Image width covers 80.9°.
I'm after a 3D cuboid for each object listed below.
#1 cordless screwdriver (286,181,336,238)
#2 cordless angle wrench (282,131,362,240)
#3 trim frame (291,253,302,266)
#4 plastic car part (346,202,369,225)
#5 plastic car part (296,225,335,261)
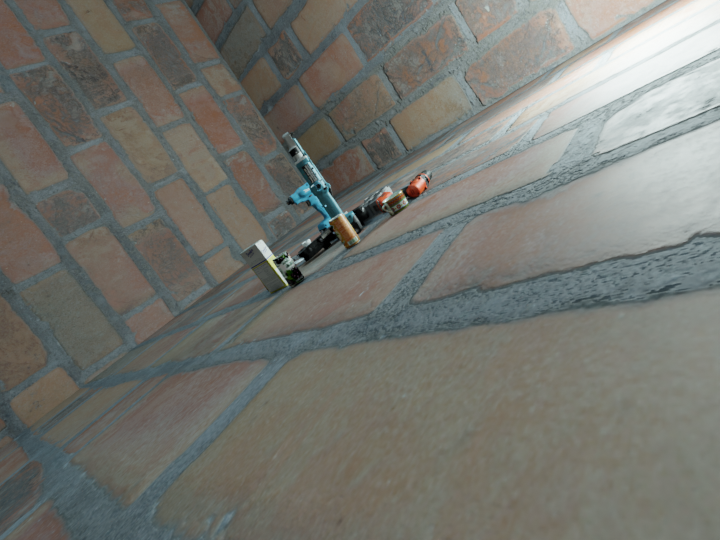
[{"bbox_3d":[-0.175,-0.229,1.693,0.157,0.245,0.076,-37,8,-18],"label":"cordless screwdriver"},{"bbox_3d":[-0.144,-0.293,1.464,0.098,0.417,0.075,-34,7,3],"label":"cordless angle wrench"},{"bbox_3d":[-0.262,-0.039,1.706,0.254,0.027,0.183,-28,14,27],"label":"trim frame"},{"bbox_3d":[-0.018,-0.190,1.557,0.120,0.070,0.065,-24,14,40],"label":"plastic car part"},{"bbox_3d":[-0.155,-0.101,1.582,0.201,0.066,0.068,-38,11,-17],"label":"plastic car part"}]
